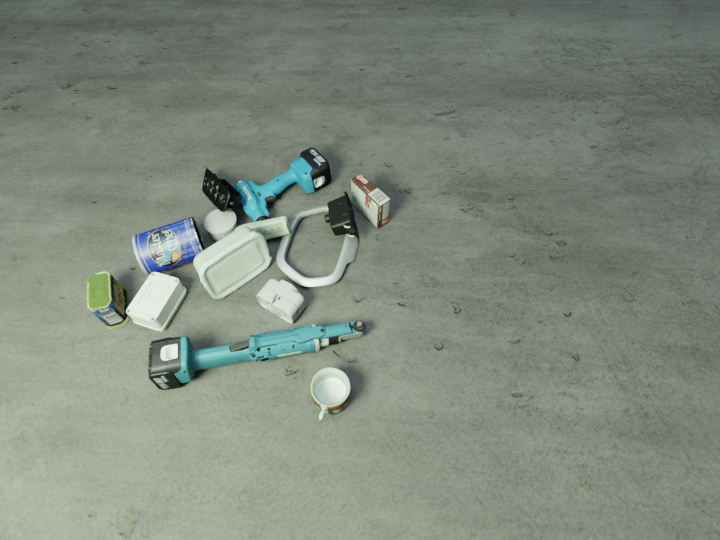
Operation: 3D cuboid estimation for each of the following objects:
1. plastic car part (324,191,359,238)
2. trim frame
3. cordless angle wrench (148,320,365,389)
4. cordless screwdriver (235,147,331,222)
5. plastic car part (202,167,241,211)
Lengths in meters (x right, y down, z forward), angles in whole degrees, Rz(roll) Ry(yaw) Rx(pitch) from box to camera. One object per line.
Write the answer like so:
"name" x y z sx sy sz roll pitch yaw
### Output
"plastic car part" -0.051 -0.129 1.018 0.071 0.063 0.121 -19 52 6
"trim frame" -0.100 -0.065 1.019 0.188 0.026 0.252 7 55 11
"cordless angle wrench" -0.196 0.153 0.845 0.419 0.095 0.077 -9 56 -7
"cordless screwdriver" -0.191 -0.212 1.103 0.246 0.071 0.167 -28 58 -10
"plastic car part" -0.357 -0.201 1.090 0.064 0.066 0.214 14 17 -36
